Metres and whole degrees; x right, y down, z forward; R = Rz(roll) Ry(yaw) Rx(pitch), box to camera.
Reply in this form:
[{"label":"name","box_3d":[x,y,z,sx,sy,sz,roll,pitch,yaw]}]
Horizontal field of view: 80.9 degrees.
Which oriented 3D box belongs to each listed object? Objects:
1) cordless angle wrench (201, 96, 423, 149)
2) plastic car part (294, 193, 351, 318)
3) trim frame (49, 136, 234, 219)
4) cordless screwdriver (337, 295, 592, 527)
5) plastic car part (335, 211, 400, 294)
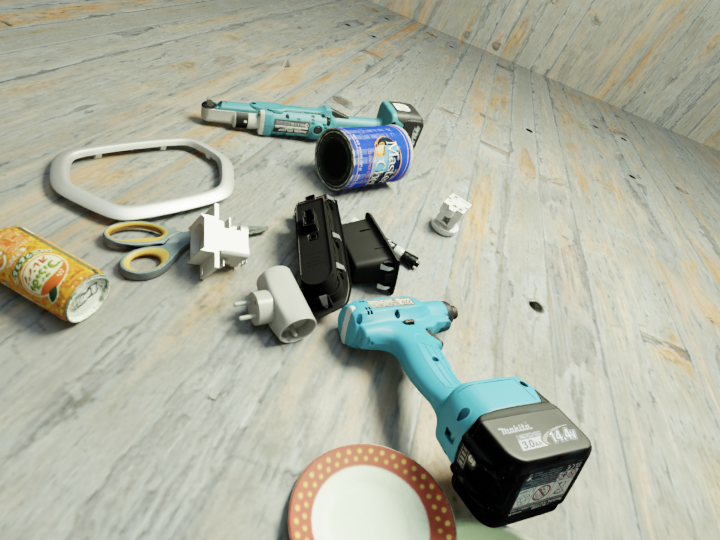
[{"label":"cordless angle wrench","box_3d":[-0.086,-0.284,0.810,0.410,0.096,0.078,-2,46,-20]},{"label":"plastic car part","box_3d":[-0.053,-0.035,0.543,0.066,0.064,0.211,-12,50,1]},{"label":"trim frame","box_3d":[-0.293,-0.138,0.594,0.241,0.027,0.192,-25,59,-39]},{"label":"cordless screwdriver","box_3d":[0.099,0.104,0.423,0.153,0.073,0.263,-4,28,-29]},{"label":"plastic car part","box_3d":[-0.002,-0.025,0.577,0.069,0.064,0.122,-12,46,-17]}]
